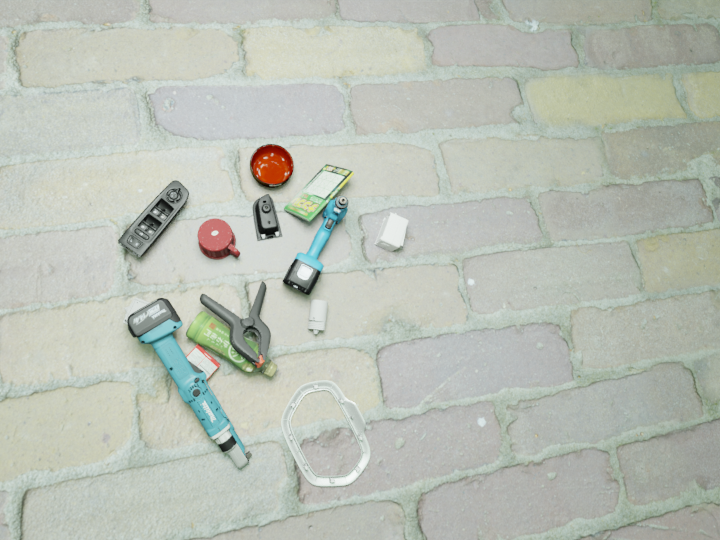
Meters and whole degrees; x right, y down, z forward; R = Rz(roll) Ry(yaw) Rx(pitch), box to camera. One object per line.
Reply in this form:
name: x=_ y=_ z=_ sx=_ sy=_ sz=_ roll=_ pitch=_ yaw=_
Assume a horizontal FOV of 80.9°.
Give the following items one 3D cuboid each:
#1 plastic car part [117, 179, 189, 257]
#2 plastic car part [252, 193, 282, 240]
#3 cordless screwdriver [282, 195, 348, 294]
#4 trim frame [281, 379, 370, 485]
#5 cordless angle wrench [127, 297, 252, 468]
plastic car part: x=-0.487 y=-0.124 z=1.023 sx=0.067 sy=0.066 sz=0.203 roll=32 pitch=78 yaw=3
plastic car part: x=-0.238 y=-0.142 z=1.069 sx=0.065 sy=0.072 sz=0.117 roll=-11 pitch=84 yaw=-15
cordless screwdriver: x=-0.101 y=-0.066 z=1.029 sx=0.074 sy=0.160 sz=0.249 roll=28 pitch=77 yaw=-8
trim frame: x=-0.079 y=0.385 z=1.000 sx=0.181 sy=0.027 sz=0.252 roll=-27 pitch=81 yaw=-15
cordless angle wrench: x=-0.362 y=0.259 z=0.928 sx=0.096 sy=0.077 sz=0.417 roll=-32 pitch=99 yaw=-24
